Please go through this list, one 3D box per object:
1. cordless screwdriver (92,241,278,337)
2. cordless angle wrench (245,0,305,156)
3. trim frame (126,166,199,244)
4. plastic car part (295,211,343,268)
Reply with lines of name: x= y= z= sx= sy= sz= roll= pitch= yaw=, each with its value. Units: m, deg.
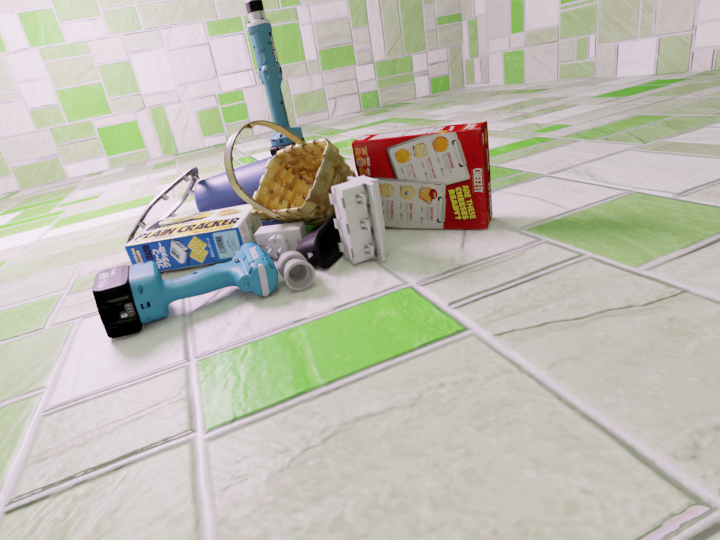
cordless screwdriver: x=-0.257 y=0.010 z=0.638 sx=0.244 sy=0.072 sz=0.166 roll=-14 pitch=24 yaw=-15
cordless angle wrench: x=-0.215 y=-0.472 z=1.011 sx=0.076 sy=0.411 sz=0.099 roll=-7 pitch=22 yaw=12
trim frame: x=-0.426 y=-0.135 z=0.927 sx=0.186 sy=0.027 sz=0.250 roll=-41 pitch=19 yaw=42
plastic car part: x=-0.068 y=-0.044 z=0.694 sx=0.074 sy=0.064 sz=0.115 roll=-12 pitch=23 yaw=36
